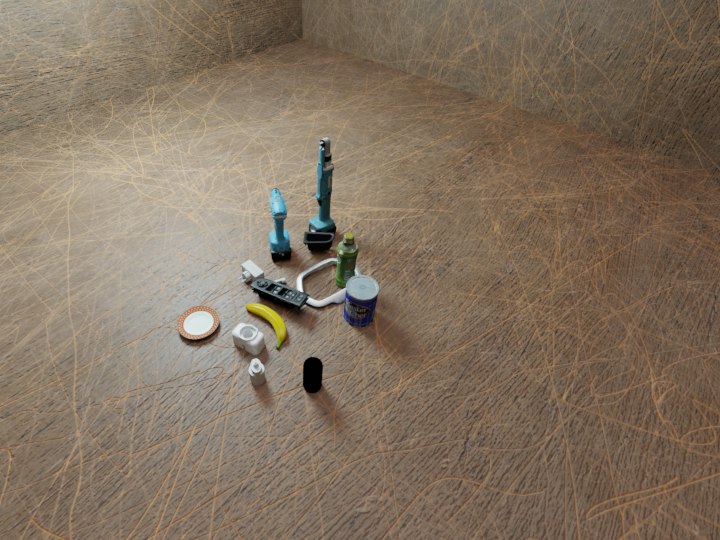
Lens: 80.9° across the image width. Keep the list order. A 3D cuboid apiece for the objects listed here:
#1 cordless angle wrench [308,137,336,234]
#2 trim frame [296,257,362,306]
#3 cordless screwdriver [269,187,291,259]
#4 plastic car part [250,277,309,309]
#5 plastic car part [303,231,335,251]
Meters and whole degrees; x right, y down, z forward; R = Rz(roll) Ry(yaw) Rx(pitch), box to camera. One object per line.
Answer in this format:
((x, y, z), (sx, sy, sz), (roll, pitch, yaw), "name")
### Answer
((-0.133, -0.292, 1.543), (0.096, 0.411, 0.078), (-29, 55, -32), "cordless angle wrench")
((-0.110, 0.040, 1.480), (0.243, 0.027, 0.194), (-29, 52, -28), "trim frame")
((-0.297, -0.166, 1.530), (0.073, 0.242, 0.166), (-6, 45, -13), "cordless screwdriver")
((-0.270, 0.080, 1.405), (0.210, 0.065, 0.066), (22, 47, 19), "plastic car part")
((-0.156, -0.102, 1.593), (0.117, 0.069, 0.068), (3, 44, 0), "plastic car part")
